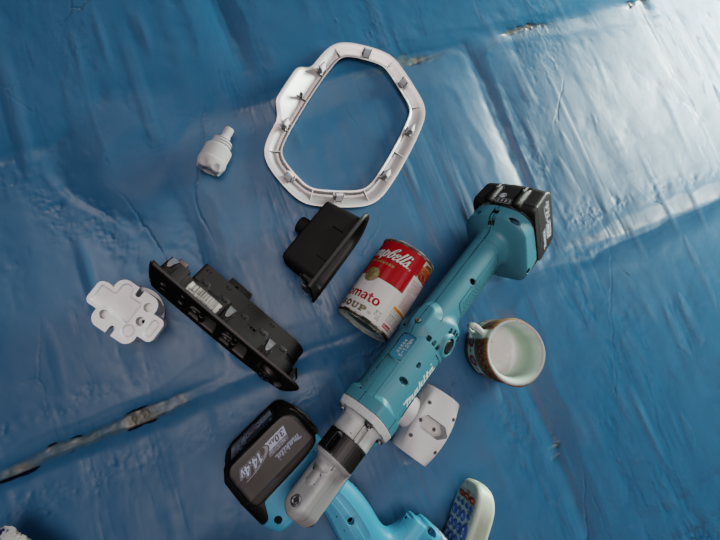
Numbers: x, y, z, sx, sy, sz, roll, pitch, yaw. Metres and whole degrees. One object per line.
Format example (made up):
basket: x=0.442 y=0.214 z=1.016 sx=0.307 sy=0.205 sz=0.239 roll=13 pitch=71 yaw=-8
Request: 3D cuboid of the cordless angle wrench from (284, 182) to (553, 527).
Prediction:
cordless angle wrench: x=0.070 y=0.068 z=0.441 sx=0.079 sy=0.093 sz=0.420 roll=21 pitch=59 yaw=42

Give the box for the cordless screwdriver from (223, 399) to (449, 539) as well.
cordless screwdriver: x=-0.040 y=0.266 z=0.430 sx=0.247 sy=0.075 sz=0.158 roll=43 pitch=75 yaw=-3

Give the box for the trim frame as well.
trim frame: x=-0.018 y=-0.193 z=0.552 sx=0.184 sy=0.027 sz=0.249 roll=30 pitch=77 yaw=-1

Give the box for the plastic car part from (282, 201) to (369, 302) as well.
plastic car part: x=-0.049 y=-0.032 z=0.500 sx=0.072 sy=0.064 sz=0.116 roll=30 pitch=72 yaw=10

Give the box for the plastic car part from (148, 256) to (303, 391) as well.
plastic car part: x=-0.141 y=0.055 z=0.467 sx=0.204 sy=0.067 sz=0.066 roll=43 pitch=49 yaw=2
